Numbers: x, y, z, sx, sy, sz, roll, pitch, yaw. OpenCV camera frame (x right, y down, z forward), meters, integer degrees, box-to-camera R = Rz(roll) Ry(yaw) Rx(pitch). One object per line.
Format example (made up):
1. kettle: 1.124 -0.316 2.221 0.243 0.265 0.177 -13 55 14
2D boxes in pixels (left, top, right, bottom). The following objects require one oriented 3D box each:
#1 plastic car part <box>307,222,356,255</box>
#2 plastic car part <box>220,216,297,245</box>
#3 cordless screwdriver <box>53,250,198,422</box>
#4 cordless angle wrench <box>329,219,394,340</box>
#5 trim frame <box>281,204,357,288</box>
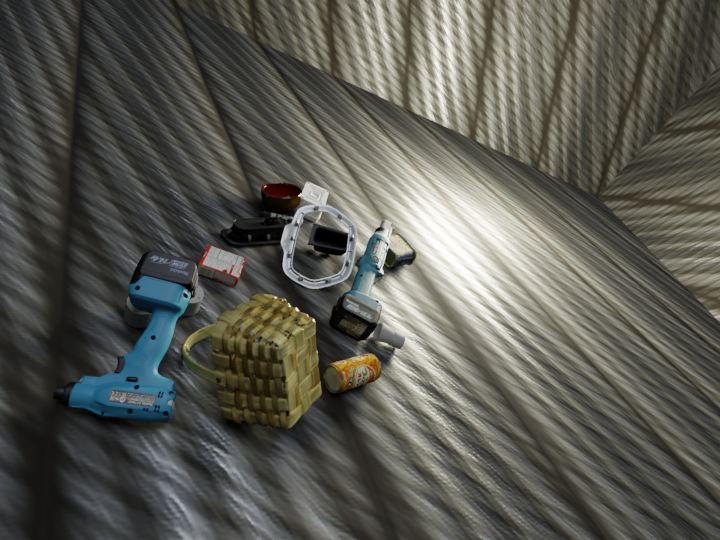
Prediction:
1. plastic car part: -0.077 -0.068 1.102 0.116 0.070 0.067 16 62 -3
2. plastic car part: -0.242 -0.100 1.045 0.195 0.067 0.069 -12 58 -40
3. cordless screwdriver: -0.344 0.093 0.647 0.156 0.074 0.255 10 61 -13
4. cordless angle wrench: 0.027 -0.011 1.058 0.097 0.074 0.427 26 40 -5
5. trim frame: -0.102 -0.067 1.045 0.184 0.027 0.253 10 59 0
